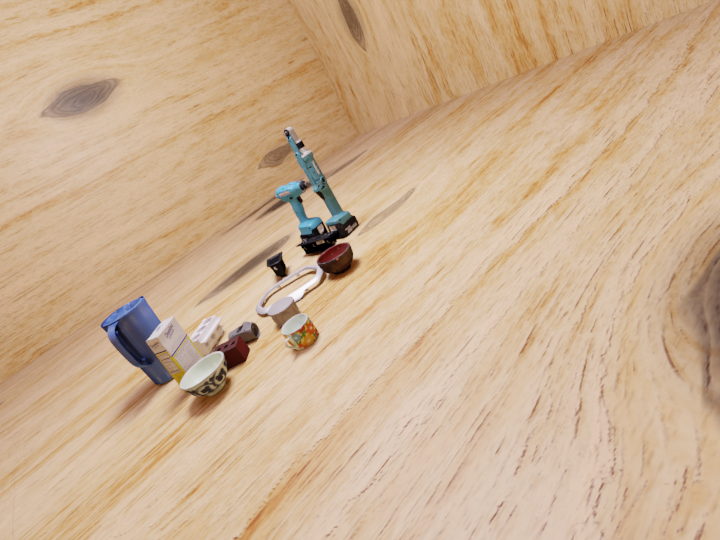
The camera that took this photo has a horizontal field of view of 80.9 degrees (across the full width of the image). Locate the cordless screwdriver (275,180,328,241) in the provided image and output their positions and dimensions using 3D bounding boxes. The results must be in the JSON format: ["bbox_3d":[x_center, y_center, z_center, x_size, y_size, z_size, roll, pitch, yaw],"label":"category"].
[{"bbox_3d":[-0.205,-0.221,1.588,0.166,0.241,0.073,-10,26,45],"label":"cordless screwdriver"}]

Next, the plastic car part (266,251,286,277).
[{"bbox_3d":[-0.286,-0.011,1.476,0.066,0.069,0.120,-30,21,0],"label":"plastic car part"}]

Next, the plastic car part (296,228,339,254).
[{"bbox_3d":[-0.145,-0.095,1.479,0.212,0.065,0.065,-5,31,47],"label":"plastic car part"}]

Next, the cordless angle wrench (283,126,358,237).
[{"bbox_3d":[-0.147,-0.309,1.477,0.077,0.410,0.097,-9,27,49],"label":"cordless angle wrench"}]

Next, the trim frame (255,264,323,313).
[{"bbox_3d":[-0.218,0.057,1.304,0.248,0.027,0.190,-31,22,-2],"label":"trim frame"}]
